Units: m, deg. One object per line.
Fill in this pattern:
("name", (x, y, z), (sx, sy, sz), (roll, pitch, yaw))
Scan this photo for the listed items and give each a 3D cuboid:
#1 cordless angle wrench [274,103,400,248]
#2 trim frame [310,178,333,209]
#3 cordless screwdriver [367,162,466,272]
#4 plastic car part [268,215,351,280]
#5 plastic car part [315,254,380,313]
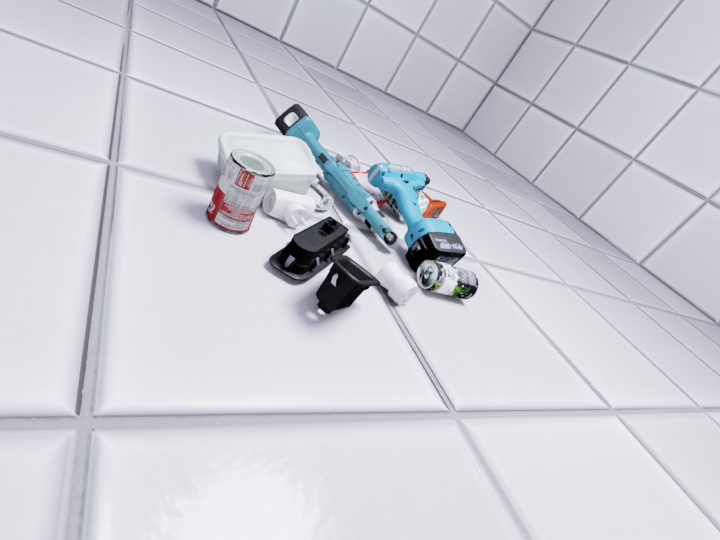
("cordless angle wrench", (-0.048, -0.200, 0.896), (0.443, 0.074, 0.093), (53, 4, 29))
("trim frame", (-0.158, -0.195, 0.839), (0.257, 0.027, 0.179), (37, 27, 16))
("cordless screwdriver", (0.125, -0.115, 0.853), (0.152, 0.075, 0.259), (-2, 55, -35))
("plastic car part", (-0.063, -0.041, 0.641), (0.067, 0.067, 0.200), (41, 31, 3))
("plastic car part", (-0.026, 0.023, 0.552), (0.068, 0.071, 0.113), (37, 11, 11))
